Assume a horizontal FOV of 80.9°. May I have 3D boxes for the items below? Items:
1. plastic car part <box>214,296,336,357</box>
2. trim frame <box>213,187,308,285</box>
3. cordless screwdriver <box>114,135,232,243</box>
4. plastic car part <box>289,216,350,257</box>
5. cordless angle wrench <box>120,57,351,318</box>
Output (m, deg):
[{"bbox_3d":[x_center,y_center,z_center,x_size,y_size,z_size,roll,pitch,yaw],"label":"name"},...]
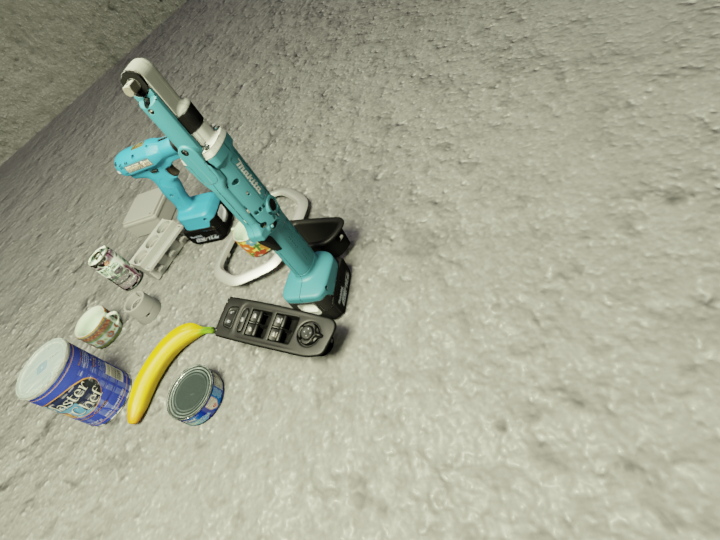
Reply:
[{"bbox_3d":[-0.122,0.092,0.630,0.212,0.063,0.067,4,57,33],"label":"plastic car part"},{"bbox_3d":[-0.196,-0.072,0.831,0.192,0.026,0.251,-1,55,30],"label":"trim frame"},{"bbox_3d":[-0.343,-0.161,0.841,0.164,0.235,0.076,-11,50,22],"label":"cordless screwdriver"},{"bbox_3d":[-0.069,-0.045,0.705,0.122,0.067,0.067,0,55,30],"label":"plastic car part"},{"bbox_3d":[-0.131,-0.076,0.532,0.077,0.400,0.100,-8,51,24],"label":"cordless angle wrench"}]
